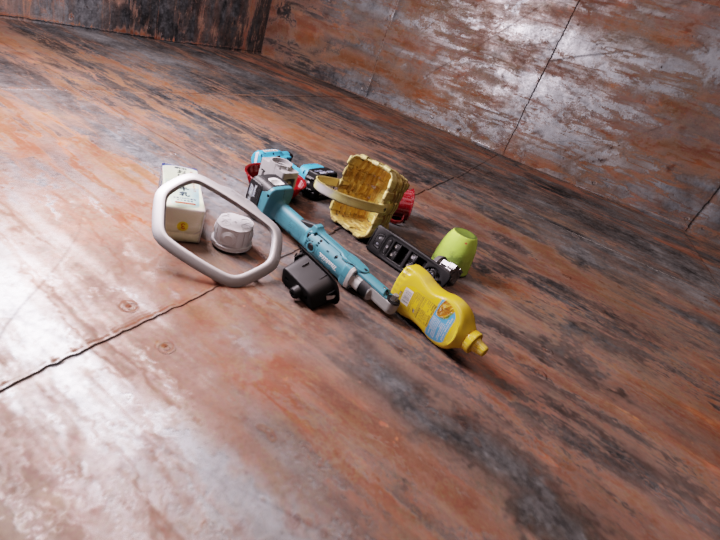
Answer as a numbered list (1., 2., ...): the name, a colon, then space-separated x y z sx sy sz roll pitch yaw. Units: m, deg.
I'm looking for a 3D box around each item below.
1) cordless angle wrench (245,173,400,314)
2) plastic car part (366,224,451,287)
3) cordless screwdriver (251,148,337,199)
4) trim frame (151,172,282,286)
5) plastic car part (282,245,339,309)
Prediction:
1. cordless angle wrench: -0.085 -0.055 0.868 0.444 0.097 0.071 41 34 27
2. plastic car part: 0.110 -0.021 0.944 0.214 0.066 0.063 37 7 32
3. cordless screwdriver: -0.177 -0.291 1.222 0.260 0.073 0.154 29 30 25
4. trim frame: -0.253 -0.075 0.758 0.244 0.028 0.185 31 56 -10
5. plastic car part: -0.098 0.023 0.754 0.069 0.064 0.123 -24 52 -32
